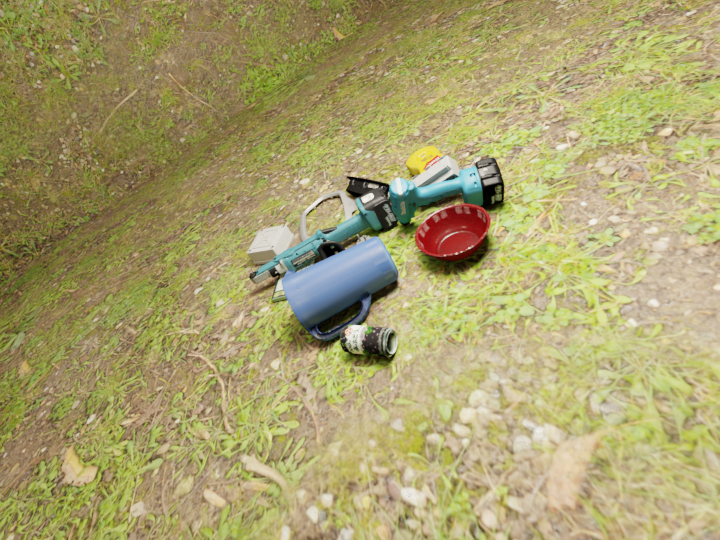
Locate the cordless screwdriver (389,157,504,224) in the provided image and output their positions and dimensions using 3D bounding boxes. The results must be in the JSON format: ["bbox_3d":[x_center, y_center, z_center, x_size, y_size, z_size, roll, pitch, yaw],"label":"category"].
[{"bbox_3d":[0.197,-0.171,0.990,0.253,0.152,0.076,-9,61,10],"label":"cordless screwdriver"}]

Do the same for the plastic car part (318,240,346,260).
[{"bbox_3d":[-0.055,-0.029,1.030,0.066,0.114,0.072,-28,11,6],"label":"plastic car part"}]

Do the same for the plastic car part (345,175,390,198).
[{"bbox_3d":[0.022,-0.232,1.234,0.215,0.063,0.067,33,96,50],"label":"plastic car part"}]

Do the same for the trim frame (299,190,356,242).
[{"bbox_3d":[-0.101,-0.162,1.270,0.186,0.026,0.258,-27,36,11],"label":"trim frame"}]

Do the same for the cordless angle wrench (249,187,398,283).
[{"bbox_3d":[-0.109,-0.071,1.118,0.426,0.093,0.077,-28,36,9],"label":"cordless angle wrench"}]
